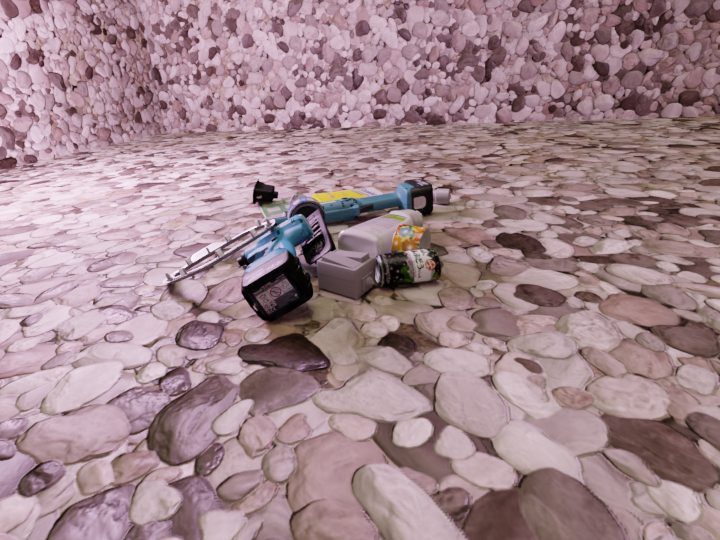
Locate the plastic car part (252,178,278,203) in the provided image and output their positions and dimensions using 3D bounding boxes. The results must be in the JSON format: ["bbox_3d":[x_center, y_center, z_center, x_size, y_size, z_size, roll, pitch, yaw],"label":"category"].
[{"bbox_3d":[-0.273,-0.222,1.222,0.070,0.065,0.120,3,18,-10],"label":"plastic car part"}]

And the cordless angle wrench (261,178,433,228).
[{"bbox_3d":[-0.033,-0.151,1.036,0.417,0.072,0.102,-11,25,-10],"label":"cordless angle wrench"}]

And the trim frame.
[{"bbox_3d":[-0.266,-0.043,0.807,0.244,0.027,0.192,-40,20,-31],"label":"trim frame"}]

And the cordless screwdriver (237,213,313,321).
[{"bbox_3d":[-0.158,-0.008,0.729,0.160,0.071,0.256,-29,25,8],"label":"cordless screwdriver"}]

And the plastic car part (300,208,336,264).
[{"bbox_3d":[-0.082,-0.054,0.839,0.066,0.064,0.210,-33,25,5],"label":"plastic car part"}]
